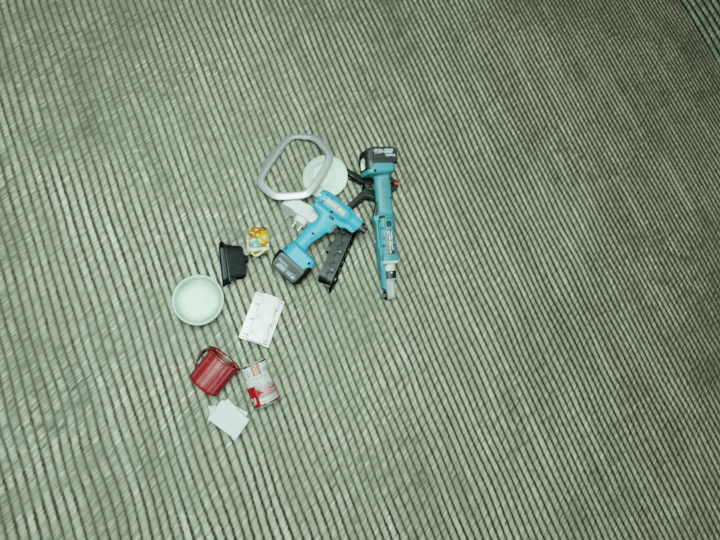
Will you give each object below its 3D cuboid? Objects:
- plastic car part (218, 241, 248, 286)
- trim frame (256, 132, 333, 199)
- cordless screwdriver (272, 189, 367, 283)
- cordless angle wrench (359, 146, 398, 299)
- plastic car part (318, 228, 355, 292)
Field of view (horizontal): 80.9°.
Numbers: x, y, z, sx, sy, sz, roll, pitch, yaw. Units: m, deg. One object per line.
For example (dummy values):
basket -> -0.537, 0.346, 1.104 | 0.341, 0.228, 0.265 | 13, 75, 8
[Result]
plastic car part -> -0.325, -0.021, 1.096 | 0.068, 0.067, 0.119 | 1, 73, -31
trim frame -> -0.183, -0.292, 1.181 | 0.188, 0.027, 0.249 | 22, 66, 11
cordless screwdriver -> -0.108, -0.071, 1.106 | 0.158, 0.075, 0.248 | 38, 89, -3
cordless angle wrench -> 0.066, -0.130, 1.182 | 0.095, 0.076, 0.424 | -4, 88, -19
plastic car part -> -0.065, -0.040, 1.153 | 0.067, 0.066, 0.204 | 18, 72, -1
